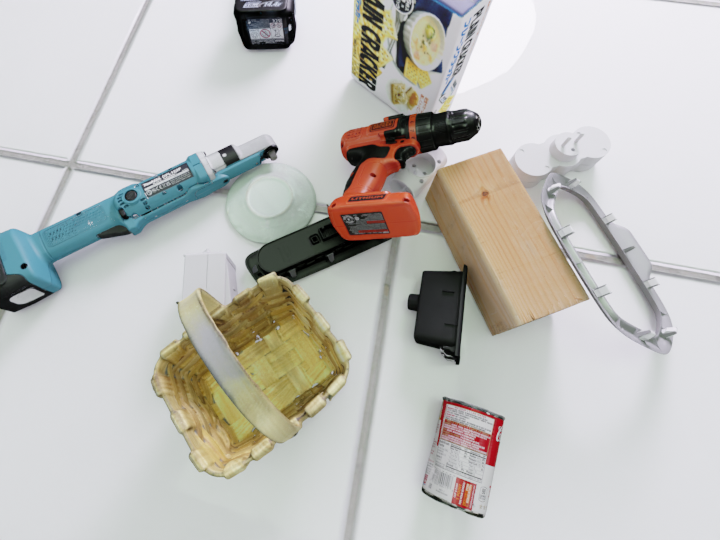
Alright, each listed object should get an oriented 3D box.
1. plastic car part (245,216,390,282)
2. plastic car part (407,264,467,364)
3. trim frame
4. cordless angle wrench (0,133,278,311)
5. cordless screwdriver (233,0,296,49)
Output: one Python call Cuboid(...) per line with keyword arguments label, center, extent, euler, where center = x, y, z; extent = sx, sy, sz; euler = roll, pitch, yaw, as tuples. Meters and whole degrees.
Cuboid(label="plastic car part", center=(-0.055, -0.036, 0.559), extent=(0.202, 0.067, 0.067), euler=(-25, 85, -4))
Cuboid(label="plastic car part", center=(0.094, 0.050, 0.526), extent=(0.073, 0.063, 0.118), euler=(2, 68, 15))
Cuboid(label="trim frame", center=(0.304, -0.019, 0.519), extent=(0.176, 0.028, 0.256), euler=(-6, 63, -39))
Cuboid(label="cordless angle wrench", center=(-0.306, -0.088, 0.582), extent=(0.419, 0.073, 0.101), euler=(-30, 73, -11))
Cuboid(label="cordless screwdriver", center=(-0.141, -0.495, 0.721), extent=(0.159, 0.072, 0.255), euler=(-6, 67, -2))
